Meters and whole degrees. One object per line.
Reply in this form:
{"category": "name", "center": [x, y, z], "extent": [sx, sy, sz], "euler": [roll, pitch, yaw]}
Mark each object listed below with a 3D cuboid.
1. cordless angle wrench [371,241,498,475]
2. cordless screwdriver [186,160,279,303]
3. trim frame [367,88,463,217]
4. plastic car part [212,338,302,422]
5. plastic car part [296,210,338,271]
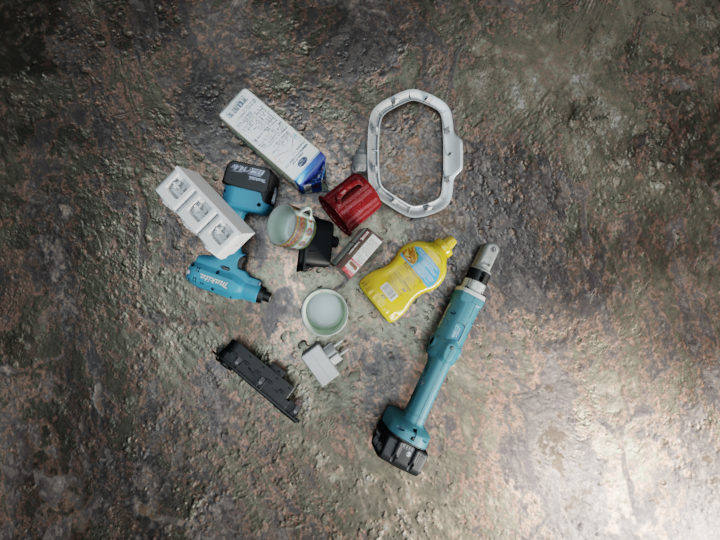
{"category": "cordless angle wrench", "center": [0.149, 0.138, 0.752], "extent": [0.074, 0.098, 0.423], "euler": [27, 84, -4]}
{"category": "cordless screwdriver", "center": [-0.210, -0.068, 0.785], "extent": [0.160, 0.074, 0.248], "euler": [19, 91, 1]}
{"category": "trim frame", "center": [0.103, -0.224, 0.800], "extent": [0.181, 0.028, 0.250], "euler": [2, 84, -9]}
{"category": "plastic car part", "center": [-0.183, 0.193, 0.769], "extent": [0.204, 0.066, 0.067], "euler": [34, 77, 3]}
{"category": "plastic car part", "center": [-0.077, -0.051, 0.790], "extent": [0.069, 0.067, 0.117], "euler": [11, 83, -16]}
